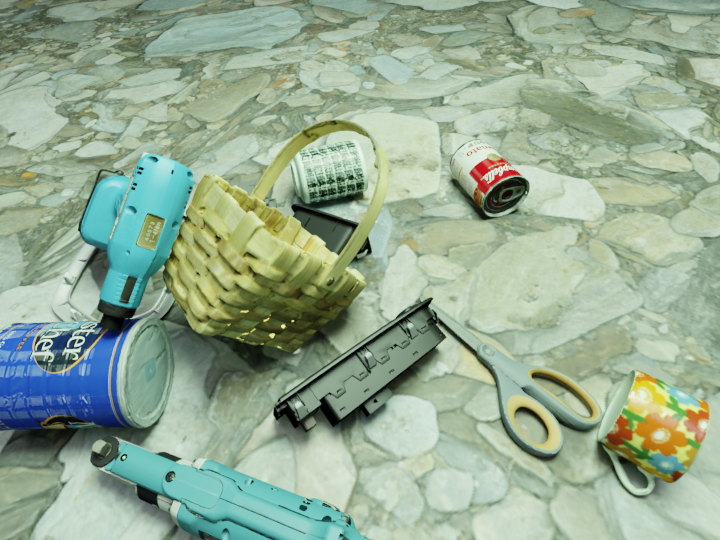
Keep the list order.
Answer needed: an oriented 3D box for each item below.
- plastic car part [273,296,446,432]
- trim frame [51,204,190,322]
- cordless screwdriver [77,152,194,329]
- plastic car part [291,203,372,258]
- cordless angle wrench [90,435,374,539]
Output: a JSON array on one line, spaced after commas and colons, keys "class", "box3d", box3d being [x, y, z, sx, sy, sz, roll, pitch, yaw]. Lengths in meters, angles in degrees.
[{"class": "plastic car part", "box3d": [0.012, 0.094, 0.417, 0.199, 0.064, 0.070, -35, 64, -25]}, {"class": "trim frame", "box3d": [-0.306, -0.017, 0.577, 0.186, 0.026, 0.255, -1, 46, 4]}, {"class": "cordless screwdriver", "box3d": [-0.260, -0.040, 0.465, 0.262, 0.070, 0.159, 13, 84, 53]}, {"class": "plastic car part", "box3d": [-0.054, -0.035, 0.551, 0.122, 0.063, 0.071, 19, 65, 25]}, {"class": "cordless angle wrench", "box3d": [-0.033, 0.202, 0.312, 0.438, 0.094, 0.075, 10, 48, 20]}]
